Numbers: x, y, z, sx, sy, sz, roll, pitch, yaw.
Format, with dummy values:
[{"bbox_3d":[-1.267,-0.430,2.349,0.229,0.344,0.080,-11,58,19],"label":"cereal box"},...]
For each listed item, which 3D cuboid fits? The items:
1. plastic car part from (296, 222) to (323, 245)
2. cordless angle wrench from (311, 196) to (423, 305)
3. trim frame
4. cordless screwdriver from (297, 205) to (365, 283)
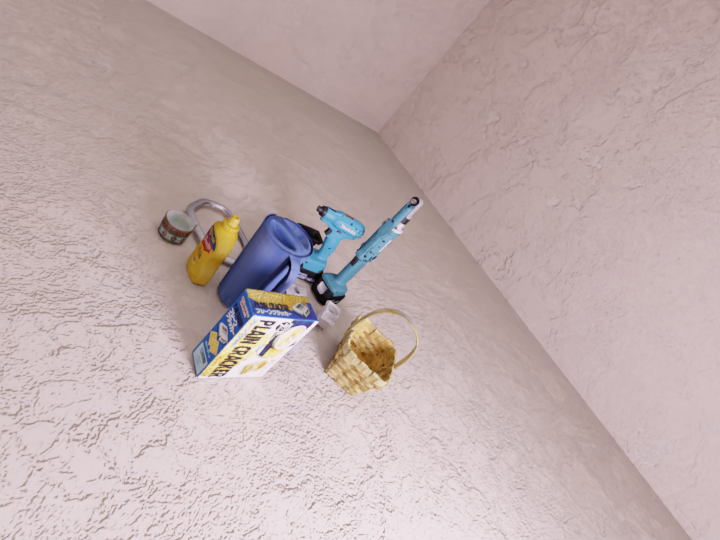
[{"bbox_3d":[-0.189,-0.107,1.392,0.110,0.071,0.069,19,36,-40],"label":"plastic car part"},{"bbox_3d":[0.022,-0.055,1.202,0.093,0.426,0.077,2,50,-54],"label":"cordless angle wrench"},{"bbox_3d":[-0.386,-0.107,1.174,0.176,0.028,0.258,-1,50,-55],"label":"trim frame"},{"bbox_3d":[-0.121,-0.079,1.241,0.152,0.251,0.077,28,32,-30],"label":"cordless screwdriver"}]
